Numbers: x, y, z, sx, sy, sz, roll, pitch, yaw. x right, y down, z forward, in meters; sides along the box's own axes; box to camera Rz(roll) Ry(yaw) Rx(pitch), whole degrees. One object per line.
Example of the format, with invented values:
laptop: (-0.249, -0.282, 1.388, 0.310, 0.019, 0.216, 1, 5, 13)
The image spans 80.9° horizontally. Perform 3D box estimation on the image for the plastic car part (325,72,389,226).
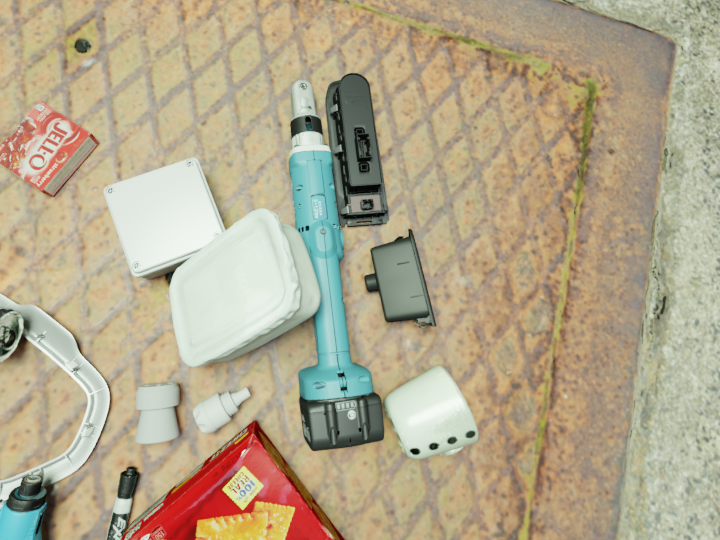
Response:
plastic car part: (-0.006, -0.160, 0.531, 0.066, 0.066, 0.206, -7, 78, -3)

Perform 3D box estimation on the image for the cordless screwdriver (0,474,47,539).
cordless screwdriver: (-0.430, 0.254, 0.392, 0.246, 0.075, 0.159, 15, 86, -7)

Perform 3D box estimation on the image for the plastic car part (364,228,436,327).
plastic car part: (0.042, 0.016, 0.504, 0.071, 0.064, 0.118, -16, 79, 4)

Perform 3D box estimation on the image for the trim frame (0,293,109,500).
trim frame: (-0.391, 0.127, 0.450, 0.250, 0.027, 0.184, 37, 77, 4)

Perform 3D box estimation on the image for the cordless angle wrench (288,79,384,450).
cordless angle wrench: (-0.048, -0.031, 0.487, 0.073, 0.098, 0.430, -4, 76, -13)
